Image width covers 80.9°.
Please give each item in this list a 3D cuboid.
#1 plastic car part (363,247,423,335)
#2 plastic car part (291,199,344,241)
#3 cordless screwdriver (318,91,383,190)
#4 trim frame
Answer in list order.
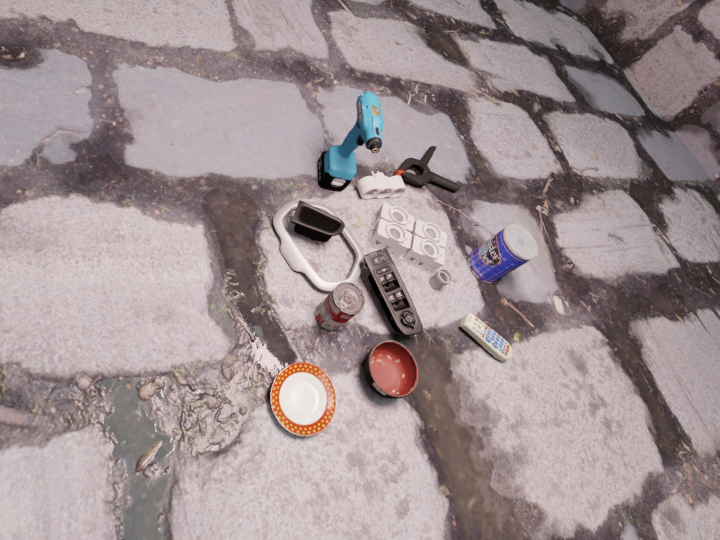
[{"bbox_3d":[0.065,0.056,0.942,0.064,0.067,0.209,-16,69,-34],"label":"plastic car part"},{"bbox_3d":[-0.103,-0.097,0.955,0.114,0.071,0.067,24,54,-12],"label":"plastic car part"},{"bbox_3d":[-0.021,-0.275,0.992,0.071,0.251,0.164,9,59,-25],"label":"cordless screwdriver"},{"bbox_3d":[-0.094,-0.062,0.965,0.179,0.028,0.254,-28,75,-35],"label":"trim frame"}]
